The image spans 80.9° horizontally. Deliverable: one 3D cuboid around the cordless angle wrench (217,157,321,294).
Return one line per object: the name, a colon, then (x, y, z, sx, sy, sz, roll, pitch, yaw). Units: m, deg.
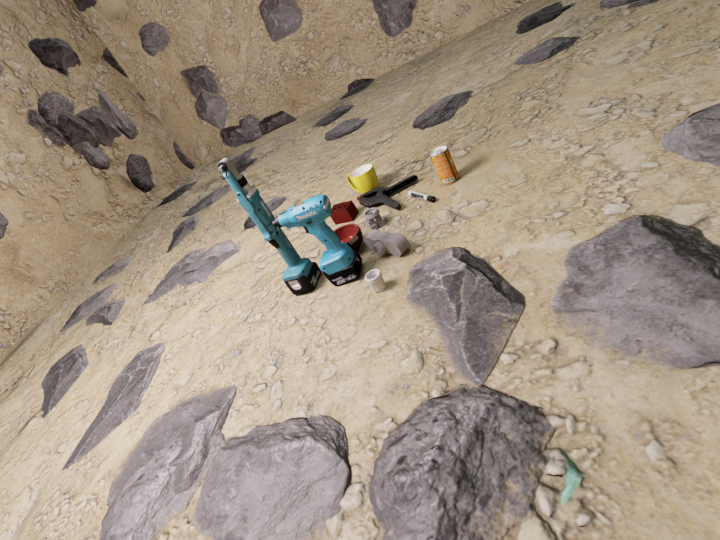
cordless angle wrench: (-0.243, -0.115, 1.120, 0.077, 0.405, 0.099, -15, 32, 29)

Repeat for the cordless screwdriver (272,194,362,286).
cordless screwdriver: (-0.107, -0.070, 1.096, 0.163, 0.238, 0.075, -18, 30, 23)
